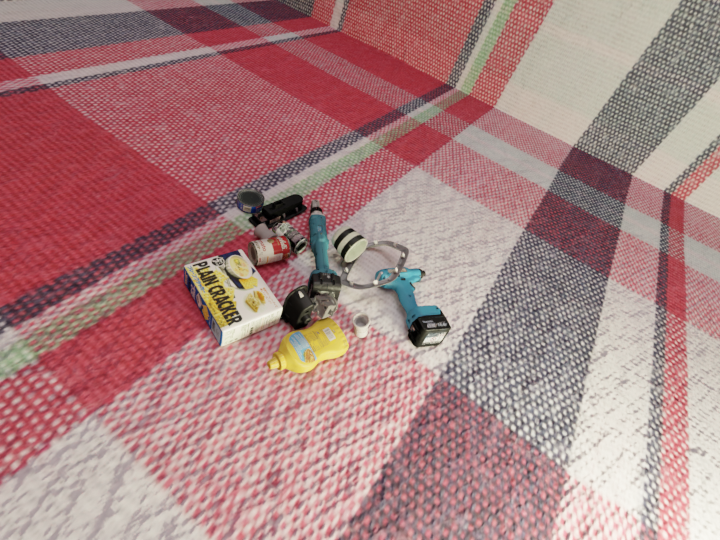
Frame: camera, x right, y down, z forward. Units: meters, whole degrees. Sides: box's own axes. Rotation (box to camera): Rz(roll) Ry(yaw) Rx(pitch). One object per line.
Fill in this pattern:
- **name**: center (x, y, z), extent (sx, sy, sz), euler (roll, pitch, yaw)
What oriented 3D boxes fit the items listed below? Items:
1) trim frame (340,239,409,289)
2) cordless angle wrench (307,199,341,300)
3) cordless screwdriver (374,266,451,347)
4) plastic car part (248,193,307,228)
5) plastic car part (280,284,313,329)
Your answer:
- **trim frame**: center (0.036, -0.023, 1.210), extent (0.192, 0.026, 0.248), euler (1, 37, 26)
- **cordless angle wrench**: center (-0.119, -0.078, 1.220), extent (0.073, 0.096, 0.439), euler (4, 41, -14)
- **cordless screwdriver**: center (0.159, 0.084, 1.158), extent (0.154, 0.073, 0.262), euler (-6, 45, -25)
- **plastic car part**: center (-0.249, -0.191, 1.313), extent (0.069, 0.066, 0.197), euler (36, 42, 25)
- **plastic car part**: center (-0.144, 0.098, 1.006), extent (0.064, 0.115, 0.074), euler (-17, 60, -35)
